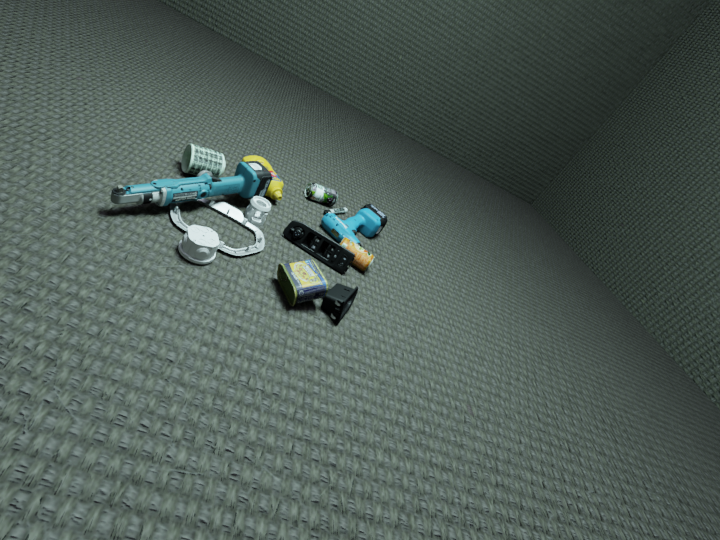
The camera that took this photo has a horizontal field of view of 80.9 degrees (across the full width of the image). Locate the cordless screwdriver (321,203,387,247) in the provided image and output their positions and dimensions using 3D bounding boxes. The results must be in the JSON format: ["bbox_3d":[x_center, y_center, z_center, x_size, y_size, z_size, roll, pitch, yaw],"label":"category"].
[{"bbox_3d":[0.001,-0.132,1.350,0.165,0.074,0.240,43,34,19],"label":"cordless screwdriver"}]

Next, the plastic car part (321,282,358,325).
[{"bbox_3d":[-0.056,0.066,1.001,0.072,0.065,0.115,22,24,8],"label":"plastic car part"}]

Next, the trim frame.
[{"bbox_3d":[-0.346,-0.115,1.031,0.246,0.027,0.187,27,28,-6],"label":"trim frame"}]

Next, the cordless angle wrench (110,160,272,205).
[{"bbox_3d":[-0.392,-0.200,1.019,0.077,0.098,0.409,43,35,16],"label":"cordless angle wrench"}]

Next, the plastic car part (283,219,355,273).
[{"bbox_3d":[-0.113,-0.074,1.155,0.202,0.066,0.067,30,19,-3],"label":"plastic car part"}]
